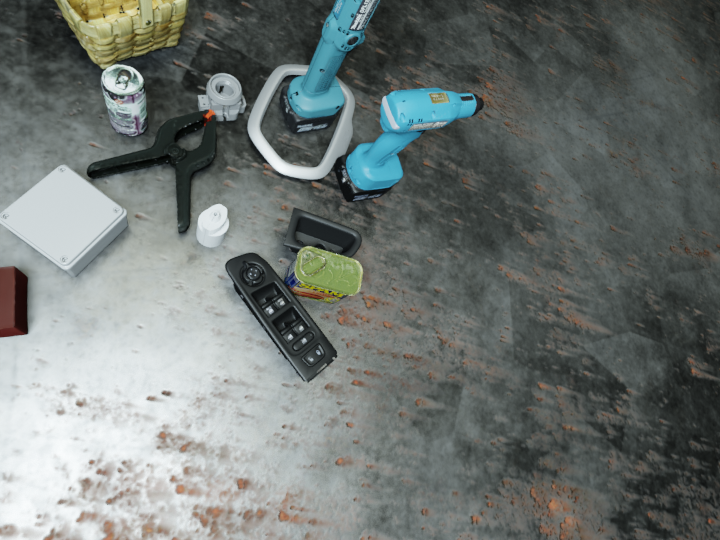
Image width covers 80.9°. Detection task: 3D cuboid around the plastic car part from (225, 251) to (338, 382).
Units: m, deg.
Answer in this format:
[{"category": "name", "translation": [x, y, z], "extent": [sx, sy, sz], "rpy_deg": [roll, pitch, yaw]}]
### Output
[{"category": "plastic car part", "translation": [-0.122, 0.062, 0.613], "extent": [0.065, 0.068, 0.205], "rpy_deg": [-34, 85, -27]}]

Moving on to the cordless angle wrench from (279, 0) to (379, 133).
[{"category": "cordless angle wrench", "translation": [-0.019, -0.344, 0.595], "extent": [0.095, 0.429, 0.075], "rpy_deg": [-17, 82, -27]}]

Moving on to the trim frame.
[{"category": "trim frame", "translation": [-0.099, -0.274, 0.765], "extent": [0.180, 0.028, 0.251], "rpy_deg": [22, 65, -11]}]

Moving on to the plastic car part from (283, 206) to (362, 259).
[{"category": "plastic car part", "translation": [-0.065, -0.043, 0.669], "extent": [0.114, 0.072, 0.067], "rpy_deg": [18, 67, -14]}]

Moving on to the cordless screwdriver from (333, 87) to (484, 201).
[{"category": "cordless screwdriver", "translation": [0.065, -0.197, 0.670], "extent": [0.154, 0.252, 0.075], "rpy_deg": [-14, 80, -26]}]
